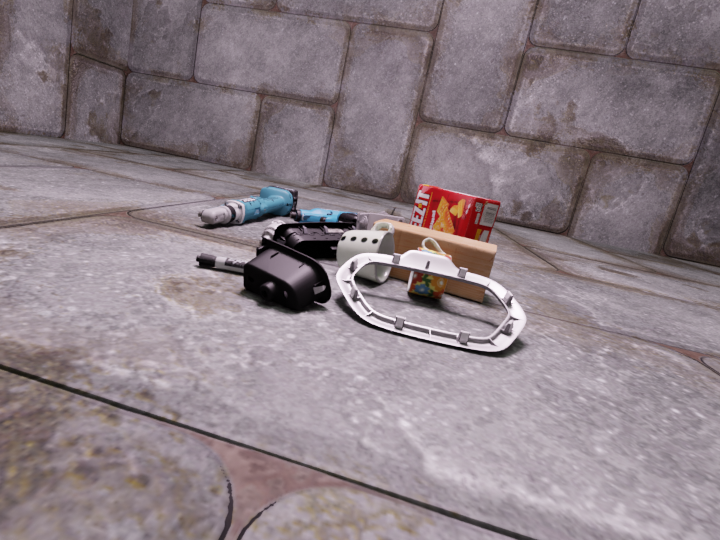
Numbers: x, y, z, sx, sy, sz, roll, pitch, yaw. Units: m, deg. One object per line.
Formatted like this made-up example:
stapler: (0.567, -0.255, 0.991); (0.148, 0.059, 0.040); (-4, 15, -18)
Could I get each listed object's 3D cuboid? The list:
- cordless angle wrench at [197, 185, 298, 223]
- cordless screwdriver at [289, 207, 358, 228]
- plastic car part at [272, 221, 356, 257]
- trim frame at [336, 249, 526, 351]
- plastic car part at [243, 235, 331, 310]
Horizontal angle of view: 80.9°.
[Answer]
cordless angle wrench: (-0.263, -0.155, 1.037); (0.100, 0.073, 0.419); (13, 16, 8)
cordless screwdriver: (-0.060, -0.111, 1.007); (0.153, 0.074, 0.261); (4, 12, -28)
plastic car part: (-0.077, -0.051, 0.791); (0.193, 0.066, 0.070); (-1, 43, -44)
trim frame: (0.091, 0.029, 0.558); (0.252, 0.027, 0.186); (10, 31, 7)
plastic car part: (-0.101, 0.012, 0.527); (0.122, 0.064, 0.069); (23, 32, 30)
